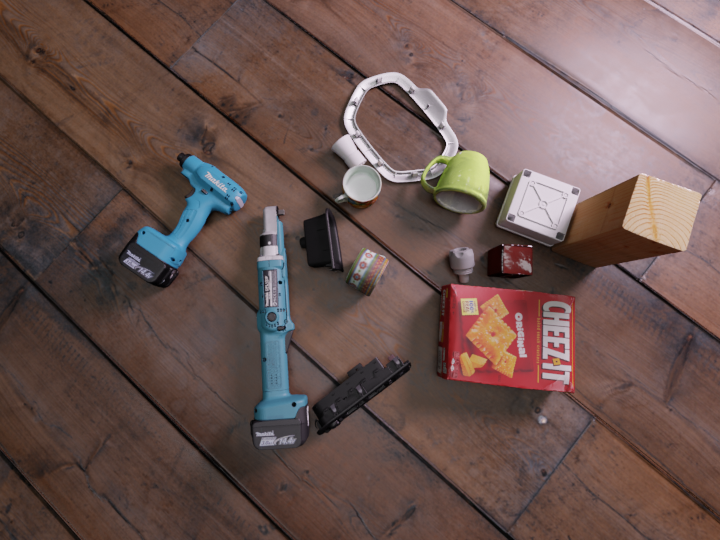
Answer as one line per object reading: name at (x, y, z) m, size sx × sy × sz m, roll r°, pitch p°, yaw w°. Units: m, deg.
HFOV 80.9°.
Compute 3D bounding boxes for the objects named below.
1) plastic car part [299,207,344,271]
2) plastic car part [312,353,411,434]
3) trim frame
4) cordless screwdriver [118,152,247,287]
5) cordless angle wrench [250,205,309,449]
plastic car part at (-0.077, -0.051, 0.791) m, size 0.072 × 0.064 × 0.118 m, roll -14°, pitch 77°, yaw 13°
plastic car part at (-0.006, 0.209, 0.738) m, size 0.202 × 0.064 × 0.069 m, roll -40°, pitch 74°, yaw -4°
trim frame at (0.079, -0.286, 0.837) m, size 0.183 × 0.027 × 0.253 m, roll -35°, pitch 79°, yaw -4°
cordless screwdriver at (-0.352, -0.100, 0.804) m, size 0.162 × 0.073 × 0.248 m, roll 37°, pitch 80°, yaw 7°
cordless angle wrench at (-0.154, 0.087, 0.764) m, size 0.098 × 0.073 × 0.429 m, roll -5°, pitch 78°, yaw 0°
